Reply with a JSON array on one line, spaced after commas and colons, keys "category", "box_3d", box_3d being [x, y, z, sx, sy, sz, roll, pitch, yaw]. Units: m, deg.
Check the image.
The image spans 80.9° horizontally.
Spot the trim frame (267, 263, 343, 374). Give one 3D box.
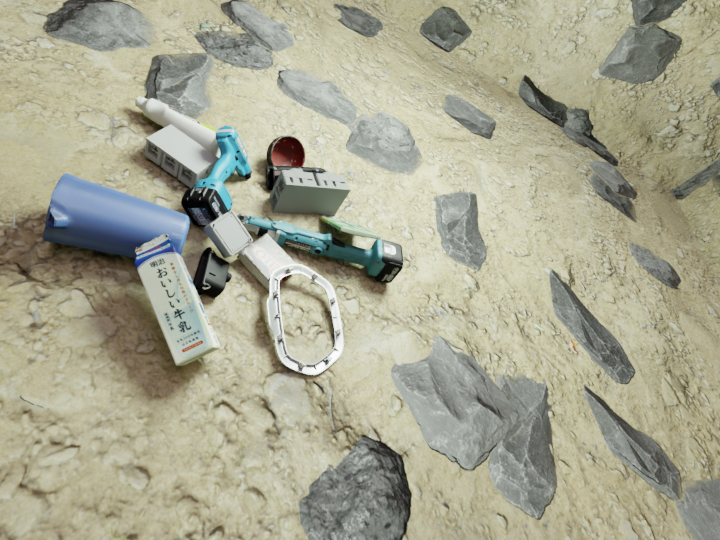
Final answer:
[{"category": "trim frame", "box_3d": [-0.118, 0.098, 0.911, 0.176, 0.028, 0.256, 6, 61, -31]}]

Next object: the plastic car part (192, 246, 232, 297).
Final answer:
[{"category": "plastic car part", "box_3d": [-0.307, 0.009, 0.889, 0.068, 0.067, 0.120, 31, 39, -28]}]

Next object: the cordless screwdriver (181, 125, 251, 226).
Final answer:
[{"category": "cordless screwdriver", "box_3d": [-0.328, -0.209, 1.019, 0.076, 0.152, 0.253, 1, 57, 14]}]

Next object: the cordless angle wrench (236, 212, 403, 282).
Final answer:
[{"category": "cordless angle wrench", "box_3d": [-0.102, -0.067, 1.047, 0.414, 0.097, 0.076, 15, 49, -12]}]

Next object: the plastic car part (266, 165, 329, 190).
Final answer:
[{"category": "plastic car part", "box_3d": [-0.160, -0.258, 1.171, 0.194, 0.070, 0.066, -8, 95, -39]}]
